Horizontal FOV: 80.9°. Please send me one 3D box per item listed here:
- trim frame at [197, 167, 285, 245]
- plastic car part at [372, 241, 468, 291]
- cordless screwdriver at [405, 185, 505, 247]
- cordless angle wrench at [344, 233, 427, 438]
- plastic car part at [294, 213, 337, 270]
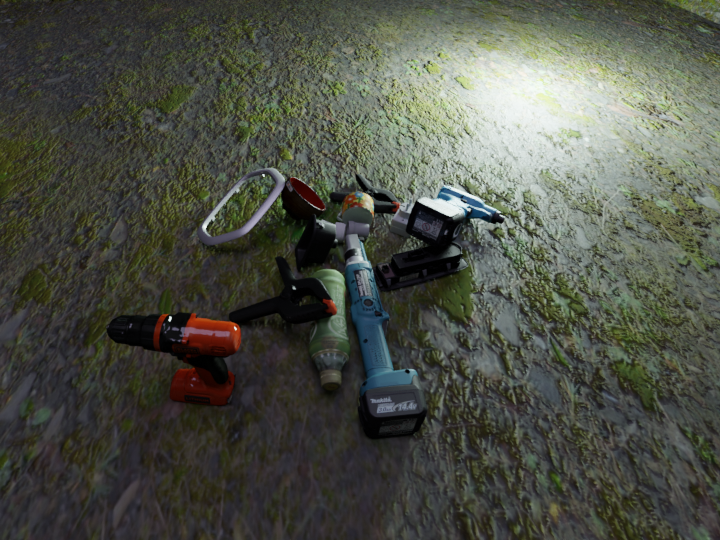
[{"bbox_3d":[-0.272,-0.149,0.966,0.194,0.026,0.249,12,60,35],"label":"trim frame"},{"bbox_3d":[0.126,-0.018,0.870,0.199,0.065,0.070,-11,40,-15],"label":"plastic car part"},{"bbox_3d":[0.211,-0.117,0.917,0.166,0.073,0.242,27,31,21],"label":"cordless screwdriver"},{"bbox_3d":[0.014,0.077,0.772,0.097,0.072,0.440,-6,45,-8],"label":"cordless angle wrench"},{"bbox_3d":[-0.086,-0.056,0.876,0.068,0.116,0.069,12,42,-26],"label":"plastic car part"}]
